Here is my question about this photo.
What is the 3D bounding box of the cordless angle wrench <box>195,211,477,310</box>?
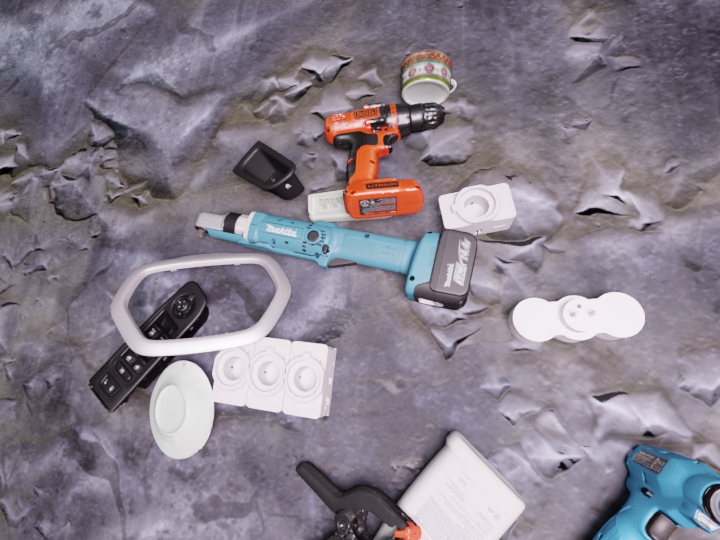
[{"bbox_3d":[-0.060,-0.039,0.610,0.438,0.071,0.098,12,77,20],"label":"cordless angle wrench"}]

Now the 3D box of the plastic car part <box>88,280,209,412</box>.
[{"bbox_3d":[-0.293,0.109,0.620,0.070,0.064,0.202,32,79,32],"label":"plastic car part"}]

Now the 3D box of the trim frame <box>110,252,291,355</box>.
[{"bbox_3d":[-0.222,0.037,0.600,0.246,0.027,0.192,-8,48,-8],"label":"trim frame"}]

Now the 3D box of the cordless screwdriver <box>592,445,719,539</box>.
[{"bbox_3d":[0.240,0.276,0.388,0.077,0.153,0.248,40,88,18],"label":"cordless screwdriver"}]

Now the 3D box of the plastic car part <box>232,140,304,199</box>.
[{"bbox_3d":[-0.132,-0.143,0.657,0.123,0.067,0.066,36,85,36],"label":"plastic car part"}]
